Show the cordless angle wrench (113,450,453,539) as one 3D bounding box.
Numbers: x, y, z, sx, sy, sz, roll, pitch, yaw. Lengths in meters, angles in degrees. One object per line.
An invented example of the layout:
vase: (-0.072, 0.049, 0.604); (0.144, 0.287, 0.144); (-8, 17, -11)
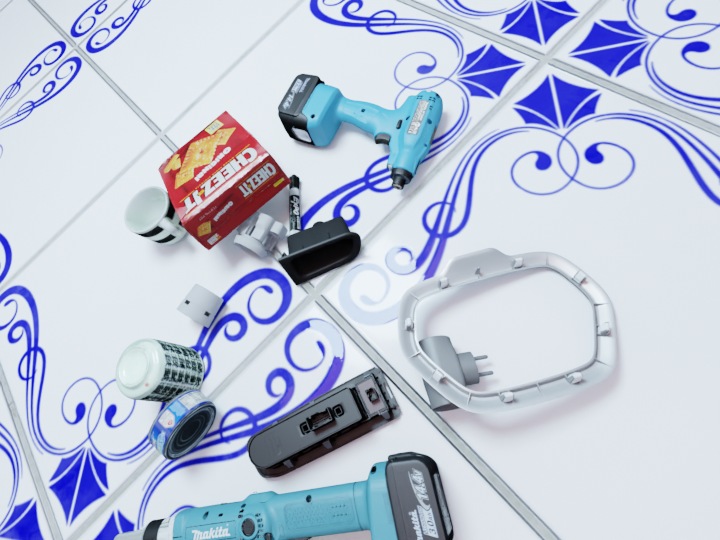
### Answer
cordless angle wrench: (-0.115, 0.295, 0.491); (0.431, 0.071, 0.101); (-16, 65, 14)

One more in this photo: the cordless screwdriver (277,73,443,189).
cordless screwdriver: (-0.012, -0.221, 0.667); (0.258, 0.071, 0.160); (17, 75, 20)

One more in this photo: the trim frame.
trim frame: (0.165, 0.057, 0.485); (0.248, 0.026, 0.192); (-16, 56, 0)

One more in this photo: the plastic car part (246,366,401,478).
plastic car part: (-0.056, 0.193, 0.517); (0.204, 0.064, 0.068); (-30, 70, 8)

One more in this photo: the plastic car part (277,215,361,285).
plastic car part: (-0.061, -0.040, 0.619); (0.117, 0.062, 0.074); (-25, 50, 4)
